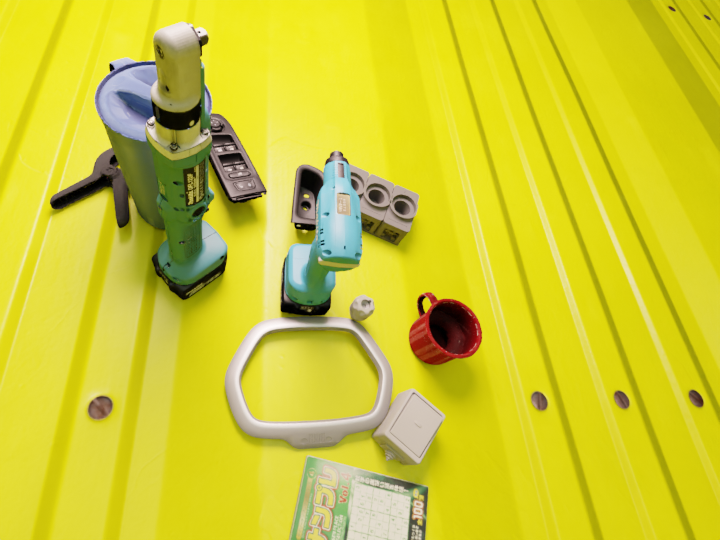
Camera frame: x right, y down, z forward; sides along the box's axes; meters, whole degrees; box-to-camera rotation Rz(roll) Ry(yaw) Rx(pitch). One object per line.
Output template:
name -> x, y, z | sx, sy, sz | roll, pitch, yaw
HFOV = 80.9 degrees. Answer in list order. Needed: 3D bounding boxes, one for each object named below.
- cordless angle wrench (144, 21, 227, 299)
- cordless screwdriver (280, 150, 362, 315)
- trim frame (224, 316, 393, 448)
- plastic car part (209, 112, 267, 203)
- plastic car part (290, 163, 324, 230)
cordless angle wrench -> -0.200, -0.086, 0.483 | 0.075, 0.422, 0.096 | 47, 60, 6
cordless screwdriver -> -0.058, -0.038, 0.595 | 0.072, 0.248, 0.163 | 6, 63, -17
trim frame -> -0.071, 0.157, 0.616 | 0.243, 0.027, 0.189 | 0, 63, -15
plastic car part -> -0.233, -0.193, 0.737 | 0.064, 0.067, 0.209 | -19, 70, -25
plastic car part -> -0.090, -0.116, 0.731 | 0.064, 0.071, 0.119 | 6, 62, -15
